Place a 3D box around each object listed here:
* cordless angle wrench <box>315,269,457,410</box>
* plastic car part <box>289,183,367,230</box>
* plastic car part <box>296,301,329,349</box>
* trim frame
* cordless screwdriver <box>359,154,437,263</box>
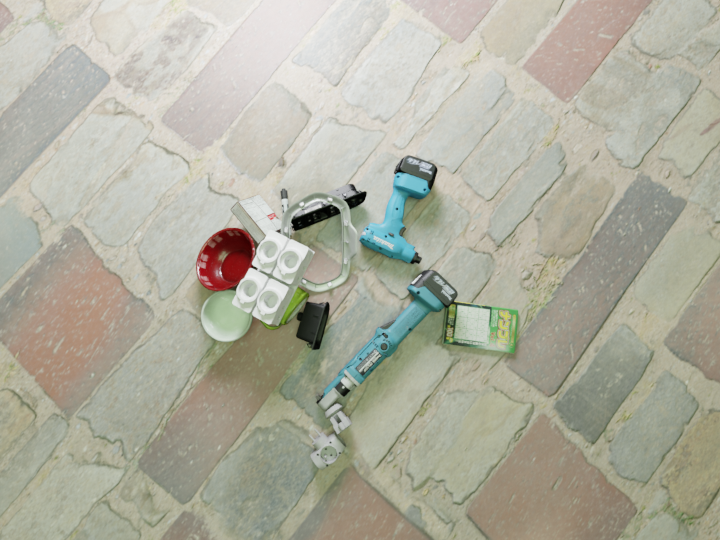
[{"bbox_3d":[0.053,0.176,1.013,0.098,0.074,0.422,44,88,2],"label":"cordless angle wrench"},{"bbox_3d":[-0.084,-0.163,1.053,0.203,0.064,0.070,-18,61,-1],"label":"plastic car part"},{"bbox_3d":[-0.121,0.127,1.024,0.073,0.064,0.117,10,81,12],"label":"plastic car part"},{"bbox_3d":[-0.100,-0.065,1.018,0.181,0.028,0.245,-2,103,-9],"label":"trim frame"},{"bbox_3d":[0.118,-0.147,1.044,0.160,0.074,0.249,25,89,1],"label":"cordless screwdriver"}]
